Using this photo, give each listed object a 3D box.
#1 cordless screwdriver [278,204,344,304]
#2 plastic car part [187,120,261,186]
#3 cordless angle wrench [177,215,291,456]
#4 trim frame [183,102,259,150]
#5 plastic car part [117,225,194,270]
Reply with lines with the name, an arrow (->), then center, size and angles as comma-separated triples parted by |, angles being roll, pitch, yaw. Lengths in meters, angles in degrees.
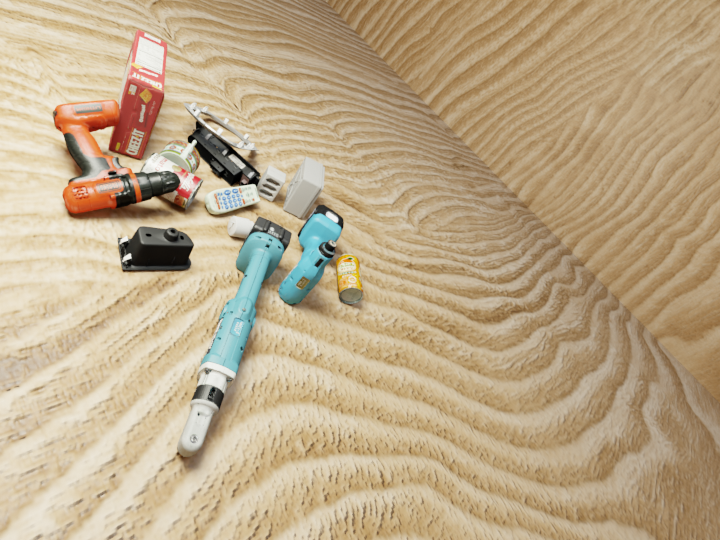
cordless screwdriver -> -0.085, -0.055, 0.867 | 0.073, 0.160, 0.253 | 33, 32, -15
plastic car part -> -0.322, -0.255, 0.966 | 0.206, 0.066, 0.066 | 46, 59, 7
cordless angle wrench -> -0.196, 0.076, 0.672 | 0.072, 0.098, 0.433 | 26, 39, -18
trim frame -> -0.325, -0.341, 1.016 | 0.183, 0.027, 0.250 | 39, 10, -6
plastic car part -> -0.327, -0.042, 0.695 | 0.111, 0.071, 0.069 | 0, 53, -41
